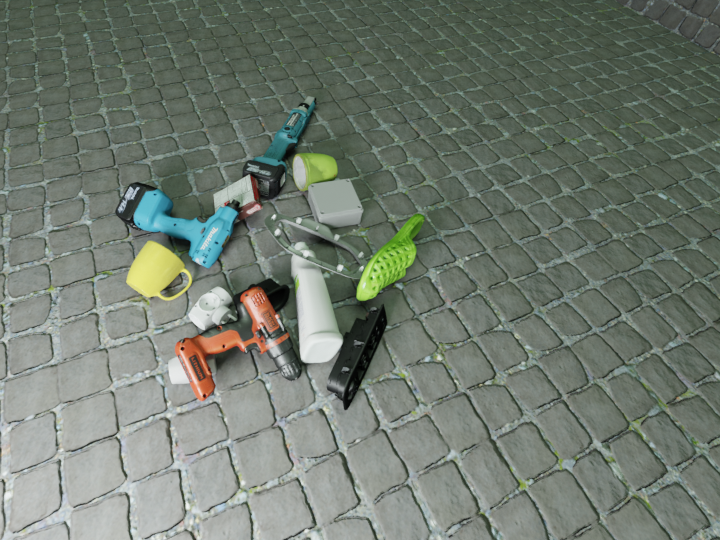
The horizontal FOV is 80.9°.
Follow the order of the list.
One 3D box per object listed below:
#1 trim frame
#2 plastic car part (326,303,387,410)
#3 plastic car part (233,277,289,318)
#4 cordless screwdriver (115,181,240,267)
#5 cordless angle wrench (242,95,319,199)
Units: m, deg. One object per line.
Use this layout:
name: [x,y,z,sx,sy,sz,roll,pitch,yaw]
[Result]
trim frame: [-0.087,-0.057,0.885,0.241,0.027,0.190,21,23,-16]
plastic car part: [-0.009,0.152,0.783,0.069,0.064,0.204,12,53,15]
plastic car part: [-0.206,0.056,0.846,0.114,0.064,0.075,-33,50,-30]
cordless screwdriver: [-0.394,-0.124,0.929,0.254,0.072,0.159,24,77,11]
cordless angle wrench: [-0.199,-0.363,1.154,0.099,0.072,0.428,14,51,4]
